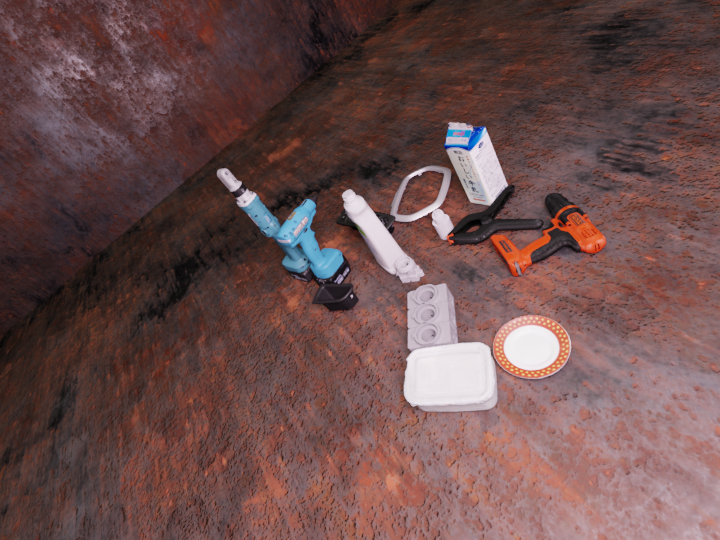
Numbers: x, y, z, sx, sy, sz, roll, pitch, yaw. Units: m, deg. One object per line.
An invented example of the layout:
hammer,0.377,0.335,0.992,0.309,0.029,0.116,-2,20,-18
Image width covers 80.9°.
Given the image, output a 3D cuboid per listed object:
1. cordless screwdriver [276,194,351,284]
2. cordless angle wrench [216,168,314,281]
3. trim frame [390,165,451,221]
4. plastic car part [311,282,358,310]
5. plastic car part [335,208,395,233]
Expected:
cordless screwdriver,-0.113,-0.074,1.160,0.078,0.236,0.159,6,54,44
cordless angle wrench,-0.257,-0.126,1.193,0.103,0.401,0.074,9,56,45
trim frame,0.175,-0.231,1.259,0.192,0.026,0.251,-7,48,34
plastic car part,-0.056,0.076,1.099,0.122,0.067,0.066,-3,48,37
plastic car part,0.022,-0.140,1.259,0.214,0.063,0.066,14,60,46
